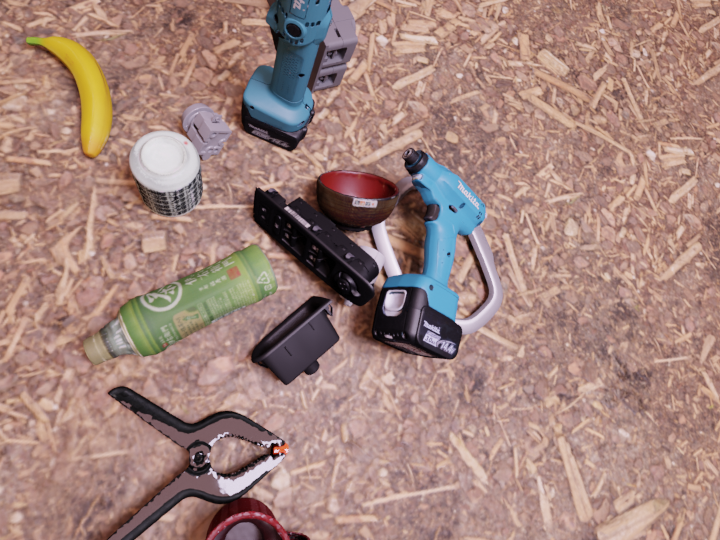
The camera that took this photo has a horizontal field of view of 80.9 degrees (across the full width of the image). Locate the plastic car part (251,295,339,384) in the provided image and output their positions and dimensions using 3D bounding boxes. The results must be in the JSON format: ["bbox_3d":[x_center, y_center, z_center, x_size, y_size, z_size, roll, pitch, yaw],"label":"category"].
[{"bbox_3d":[-0.074,0.094,0.531,0.115,0.068,0.069,-43,104,-18],"label":"plastic car part"}]

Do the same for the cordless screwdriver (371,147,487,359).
[{"bbox_3d":[0.081,-0.025,0.540,0.151,0.078,0.251,35,64,-33],"label":"cordless screwdriver"}]

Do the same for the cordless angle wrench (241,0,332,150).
[{"bbox_3d":[-0.063,-0.269,0.442,0.096,0.426,0.075,24,71,-11],"label":"cordless angle wrench"}]

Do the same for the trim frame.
[{"bbox_3d":[0.116,-0.027,0.626,0.180,0.027,0.253,-18,77,-16],"label":"trim frame"}]

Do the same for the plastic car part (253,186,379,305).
[{"bbox_3d":[-0.053,-0.035,0.547,0.210,0.065,0.065,43,48,19],"label":"plastic car part"}]
